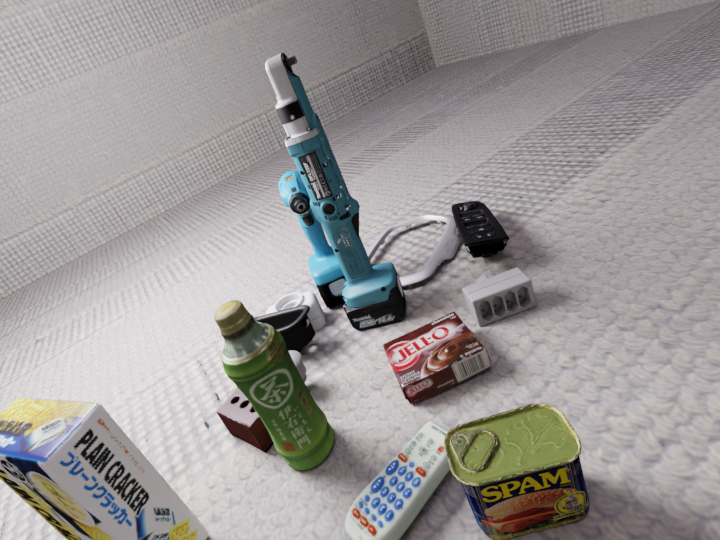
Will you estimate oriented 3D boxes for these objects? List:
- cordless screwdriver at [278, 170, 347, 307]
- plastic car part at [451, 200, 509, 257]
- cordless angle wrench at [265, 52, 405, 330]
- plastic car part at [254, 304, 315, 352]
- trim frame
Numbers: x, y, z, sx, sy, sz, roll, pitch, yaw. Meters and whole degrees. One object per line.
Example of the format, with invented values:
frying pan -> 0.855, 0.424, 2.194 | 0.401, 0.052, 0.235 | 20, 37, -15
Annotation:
cordless screwdriver -> -0.072, -0.047, 0.735 | 0.074, 0.240, 0.165 | -24, 25, -2
plastic car part -> 0.207, -0.072, 0.746 | 0.067, 0.064, 0.207 | -18, 28, 12
cordless angle wrench -> -0.040, -0.100, 0.621 | 0.100, 0.408, 0.075 | -16, 25, 15
plastic car part -> -0.126, 0.107, 0.693 | 0.119, 0.068, 0.067 | -15, 27, 18
trim frame -> 0.096, -0.043, 0.824 | 0.192, 0.026, 0.247 | -3, 34, 35
